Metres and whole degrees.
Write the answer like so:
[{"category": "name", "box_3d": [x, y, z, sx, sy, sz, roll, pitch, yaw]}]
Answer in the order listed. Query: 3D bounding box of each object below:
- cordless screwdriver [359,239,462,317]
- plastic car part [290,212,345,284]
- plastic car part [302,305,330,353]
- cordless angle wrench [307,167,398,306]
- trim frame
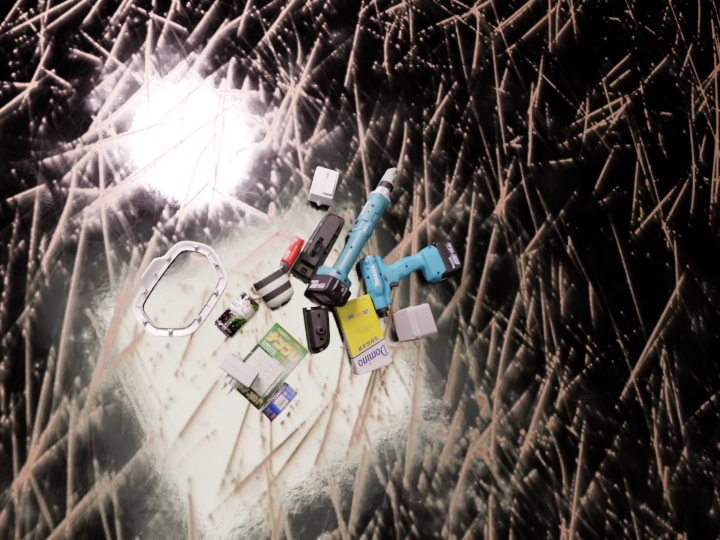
[{"category": "cordless screwdriver", "box_3d": [0.133, 0.018, 1.088, 0.246, 0.074, 0.162, -14, 78, -8]}, {"category": "plastic car part", "box_3d": [-0.106, -0.069, 1.086, 0.068, 0.066, 0.203, 26, 70, 8]}, {"category": "plastic car part", "box_3d": [-0.100, 0.139, 1.022, 0.065, 0.070, 0.119, -4, 73, -11]}, {"category": "cordless angle wrench", "box_3d": [0.004, -0.106, 1.095, 0.071, 0.102, 0.424, 41, 65, -30]}, {"category": "trim frame", "box_3d": [-0.439, 0.043, 1.027, 0.185, 0.027, 0.249, 30, 75, 2]}]
